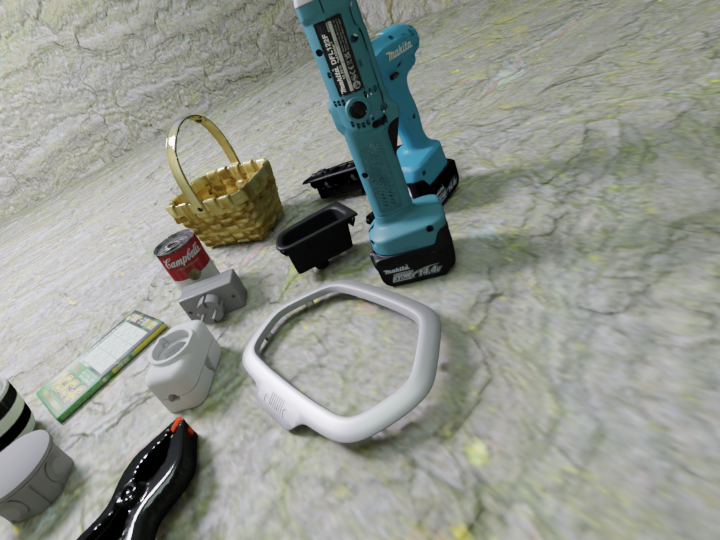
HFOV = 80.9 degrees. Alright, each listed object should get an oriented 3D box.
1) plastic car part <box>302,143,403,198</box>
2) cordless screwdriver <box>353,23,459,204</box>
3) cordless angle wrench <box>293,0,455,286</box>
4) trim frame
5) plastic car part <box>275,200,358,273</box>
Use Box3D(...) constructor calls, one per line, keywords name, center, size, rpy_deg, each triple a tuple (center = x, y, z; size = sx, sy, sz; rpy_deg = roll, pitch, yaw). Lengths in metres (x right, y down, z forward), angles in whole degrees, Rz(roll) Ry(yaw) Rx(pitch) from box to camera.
Box3D(name="plastic car part", center=(-0.007, -0.171, 0.756), size=(0.211, 0.064, 0.066), rpy_deg=(-5, 36, 29))
Box3D(name="cordless screwdriver", center=(0.048, -0.188, 0.581), size=(0.078, 0.238, 0.157), rpy_deg=(10, 44, 44))
Box3D(name="cordless angle wrench", center=(0.001, -0.170, 0.431), size=(0.100, 0.405, 0.076), rpy_deg=(-15, 31, 15))
Box3D(name="trim frame", center=(-0.029, 0.081, 0.447), size=(0.182, 0.026, 0.262), rpy_deg=(-43, 36, -25))
Box3D(name="plastic car part", center=(-0.058, -0.038, 0.598), size=(0.115, 0.068, 0.069), rpy_deg=(-33, 32, -13))
